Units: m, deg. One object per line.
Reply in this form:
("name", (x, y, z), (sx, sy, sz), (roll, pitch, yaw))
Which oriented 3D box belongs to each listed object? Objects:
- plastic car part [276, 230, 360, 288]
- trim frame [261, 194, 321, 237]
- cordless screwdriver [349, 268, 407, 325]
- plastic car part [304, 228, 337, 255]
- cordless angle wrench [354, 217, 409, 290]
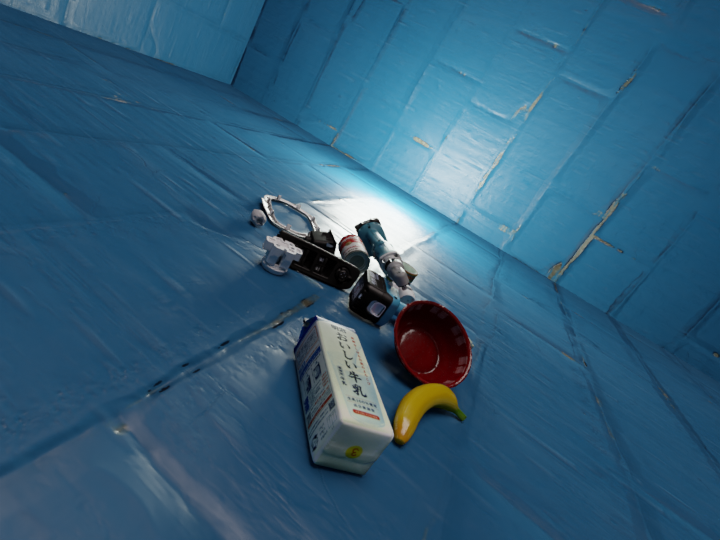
("plastic car part", (-0.101, -0.017, 0.932), (0.200, 0.066, 0.068), (25, -6, -9))
("trim frame", (-0.194, -0.155, 1.184), (0.177, 0.027, 0.259), (19, 24, -24))
("cordless screwdriver", (0.098, 0.104, 0.878), (0.243, 0.074, 0.163), (29, 19, -13))
("plastic car part", (-0.103, -0.068, 1.056), (0.069, 0.065, 0.121), (8, 22, -17))
("cordless angle wrench", (0.056, -0.046, 1.055), (0.433, 0.074, 0.095), (-113, -177, -71))
